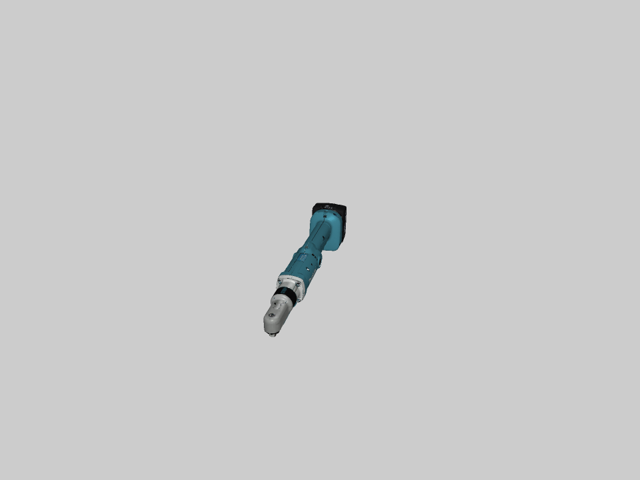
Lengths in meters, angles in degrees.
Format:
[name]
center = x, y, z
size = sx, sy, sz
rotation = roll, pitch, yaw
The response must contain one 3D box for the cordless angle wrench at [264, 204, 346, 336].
[cordless angle wrench]
center = -0.026, 0.041, 0.835
size = 0.074, 0.098, 0.421
rotation = 7, 28, 13
